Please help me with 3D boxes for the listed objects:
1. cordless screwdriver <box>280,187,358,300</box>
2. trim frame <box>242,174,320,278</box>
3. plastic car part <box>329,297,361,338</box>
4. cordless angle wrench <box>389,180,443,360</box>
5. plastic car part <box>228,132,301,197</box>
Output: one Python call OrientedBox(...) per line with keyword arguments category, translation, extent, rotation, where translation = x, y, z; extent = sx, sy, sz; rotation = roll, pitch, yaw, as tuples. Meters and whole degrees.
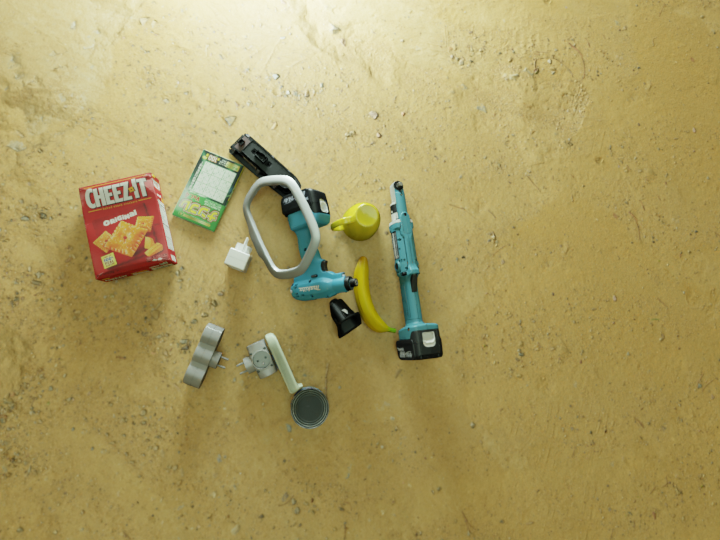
OrientedBox(category="cordless screwdriver", translation=(-0.094, -0.061, 0.957), extent=(0.165, 0.071, 0.251), rotation=(-11, 82, 27))
OrientedBox(category="trim frame", translation=(-0.184, -0.101, 0.958), extent=(0.187, 0.026, 0.254), rotation=(-33, 77, 25))
OrientedBox(category="plastic car part", translation=(-0.043, 0.098, 0.957), extent=(0.065, 0.112, 0.074), rotation=(-34, 66, -11))
OrientedBox(category="cordless angle wrench", translation=(0.111, -0.009, 0.997), extent=(0.072, 0.099, 0.430), rotation=(-2, 76, -20))
OrientedBox(category="plastic car part", translation=(-0.223, -0.254, 1.017), extent=(0.203, 0.067, 0.066), rotation=(43, 72, -1))
